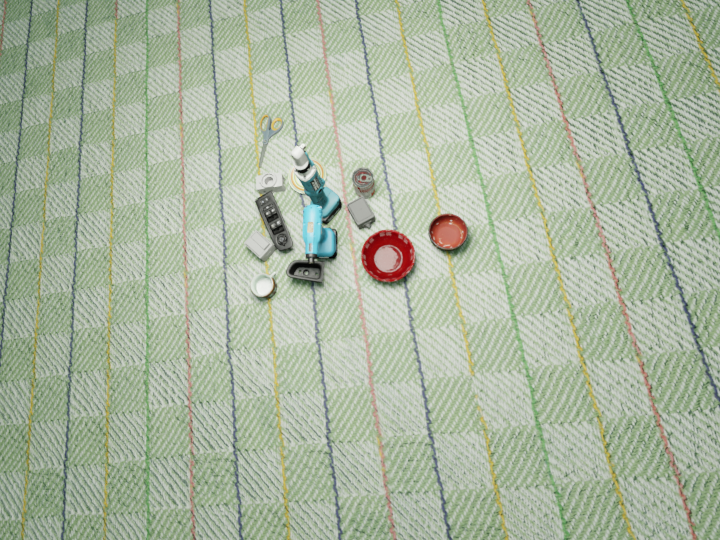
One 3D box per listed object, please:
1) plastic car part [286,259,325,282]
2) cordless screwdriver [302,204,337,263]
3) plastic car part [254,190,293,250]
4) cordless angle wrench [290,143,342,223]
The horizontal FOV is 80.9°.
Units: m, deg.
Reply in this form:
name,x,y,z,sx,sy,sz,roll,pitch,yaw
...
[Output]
name,x,y,z,sx,sy,sz,roll,pitch,yaw
plastic car part,-0.166,0.004,1.315,0.119,0.069,0.066,6,78,11
cordless screwdriver,-0.121,-0.079,1.237,0.075,0.242,0.161,-1,78,6
plastic car part,-0.275,-0.152,1.378,0.066,0.065,0.209,-26,73,2
cordless angle wrench,-0.131,-0.240,1.191,0.076,0.411,0.098,40,85,12
